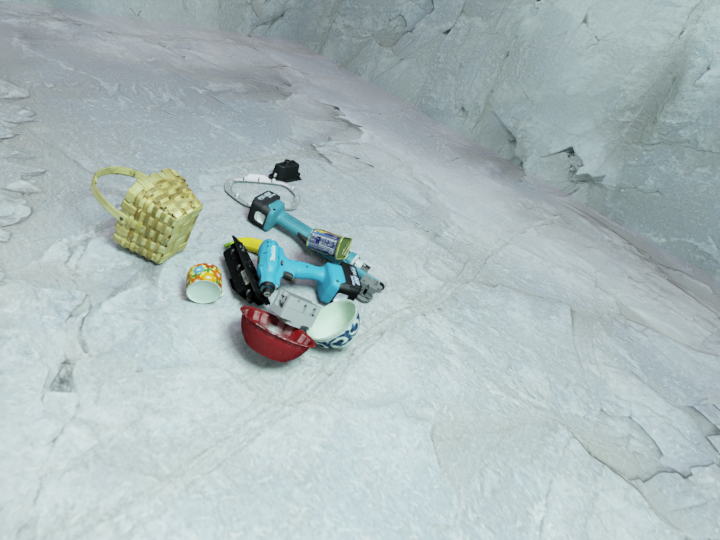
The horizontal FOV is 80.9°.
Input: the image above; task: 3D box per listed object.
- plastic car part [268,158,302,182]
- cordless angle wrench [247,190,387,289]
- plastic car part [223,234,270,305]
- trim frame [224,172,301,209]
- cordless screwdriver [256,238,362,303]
[{"bbox_3d":[-0.250,-0.343,1.431,0.069,0.070,0.113,38,34,22],"label":"plastic car part"},{"bbox_3d":[-0.112,-0.073,1.146,0.433,0.074,0.096,33,35,11],"label":"cordless angle wrench"},{"bbox_3d":[-0.267,0.004,0.961,0.062,0.067,0.213,41,16,-50],"label":"plastic car part"},{"bbox_3d":[-0.298,-0.246,1.313,0.239,0.027,0.194,-2,40,-28],"label":"trim frame"},{"bbox_3d":[-0.120,0.024,0.970,0.240,0.074,0.165,18,36,-21],"label":"cordless screwdriver"}]
